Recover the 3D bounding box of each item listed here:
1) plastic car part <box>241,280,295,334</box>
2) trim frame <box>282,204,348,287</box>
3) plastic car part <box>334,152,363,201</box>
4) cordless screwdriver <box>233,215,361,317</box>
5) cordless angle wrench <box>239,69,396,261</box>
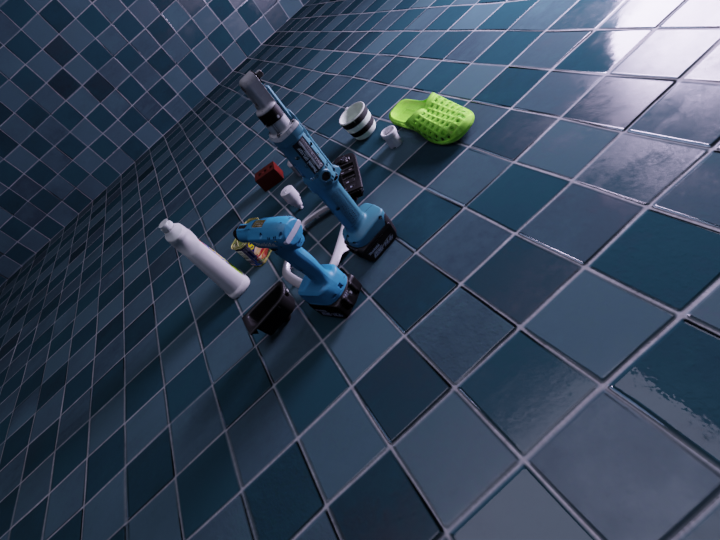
[{"bbox_3d":[-0.179,0.088,0.880,0.116,0.067,0.070,-45,38,-3],"label":"plastic car part"},{"bbox_3d":[-0.096,-0.063,0.982,0.191,0.026,0.252,-11,48,33],"label":"trim frame"},{"bbox_3d":[-0.025,-0.226,1.042,0.067,0.063,0.211,-29,41,16],"label":"plastic car part"},{"bbox_3d":[-0.118,-0.009,0.783,0.167,0.236,0.075,2,55,42],"label":"cordless screwdriver"},{"bbox_3d":[-0.074,-0.176,0.767,0.098,0.401,0.078,-48,37,-8],"label":"cordless angle wrench"}]
